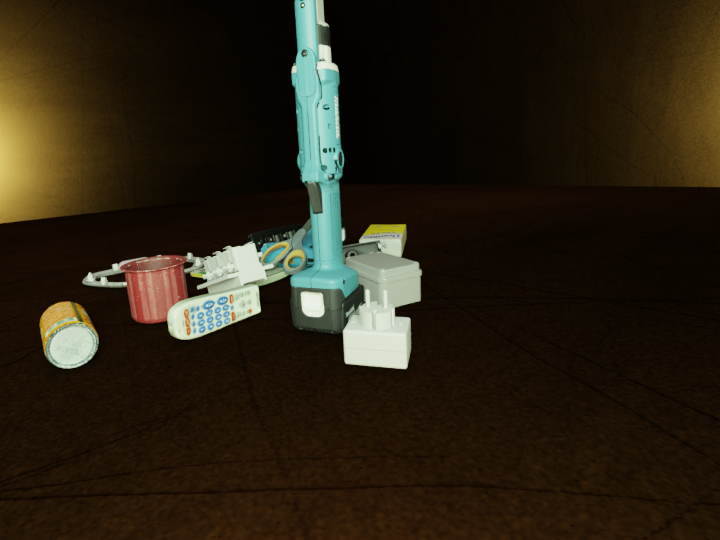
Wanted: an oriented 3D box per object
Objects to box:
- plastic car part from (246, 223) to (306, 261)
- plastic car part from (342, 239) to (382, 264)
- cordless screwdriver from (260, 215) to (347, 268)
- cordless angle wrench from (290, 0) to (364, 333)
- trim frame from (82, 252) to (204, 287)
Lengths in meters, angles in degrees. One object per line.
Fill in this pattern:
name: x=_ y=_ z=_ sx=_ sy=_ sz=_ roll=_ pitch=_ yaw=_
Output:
plastic car part: x=-0.195 y=-0.065 z=1.011 sx=0.069 sy=0.067 sz=0.196 roll=-26 pitch=-2 yaw=42
plastic car part: x=-0.011 y=-0.021 z=0.742 sx=0.115 sy=0.067 sz=0.071 roll=-7 pitch=-10 yaw=-8
cordless screwdriver: x=-0.091 y=-0.060 z=0.934 sx=0.165 sy=0.073 sz=0.245 roll=3 pitch=20 yaw=22
cordless angle wrench: x=-0.050 y=-0.135 z=0.524 sx=0.077 sy=0.417 sz=0.096 roll=2 pitch=12 yaw=21
trim frame: x=-0.449 y=-0.004 z=0.894 sx=0.239 sy=0.027 sz=0.194 roll=-19 pitch=20 yaw=-40
